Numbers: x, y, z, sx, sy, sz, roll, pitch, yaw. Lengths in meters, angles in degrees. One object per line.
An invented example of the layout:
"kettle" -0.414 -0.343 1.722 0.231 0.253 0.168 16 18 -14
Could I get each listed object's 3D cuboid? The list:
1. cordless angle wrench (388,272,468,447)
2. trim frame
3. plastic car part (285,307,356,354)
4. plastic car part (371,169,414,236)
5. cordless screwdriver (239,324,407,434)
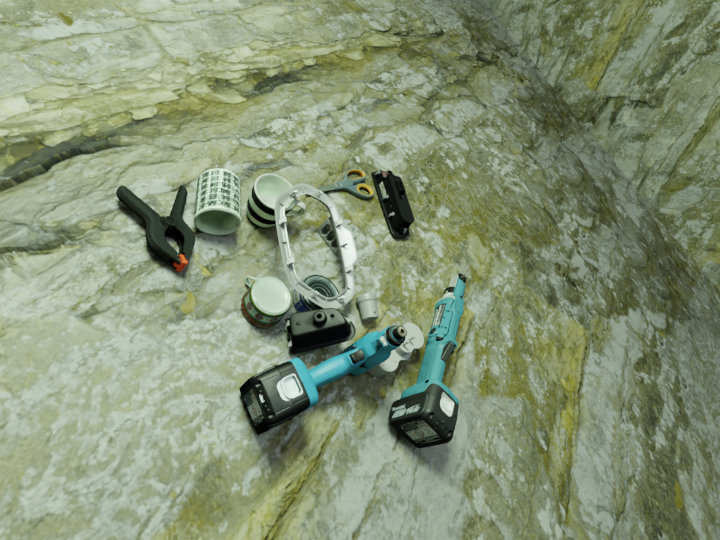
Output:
"cordless angle wrench" 0.162 0.140 0.842 0.073 0.100 0.423 45 40 -13
"trim frame" -0.076 -0.050 0.778 0.175 0.028 0.255 5 64 -46
"plastic car part" -0.070 0.089 0.695 0.117 0.068 0.068 -13 62 3
"plastic car part" 0.088 -0.172 1.037 0.063 0.068 0.209 13 55 -37
"cordless screwdriver" -0.048 0.151 0.640 0.240 0.161 0.076 -17 72 -38
